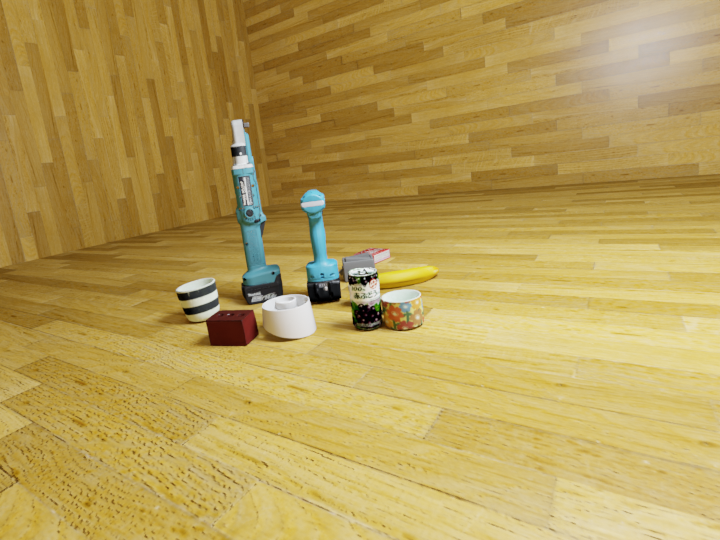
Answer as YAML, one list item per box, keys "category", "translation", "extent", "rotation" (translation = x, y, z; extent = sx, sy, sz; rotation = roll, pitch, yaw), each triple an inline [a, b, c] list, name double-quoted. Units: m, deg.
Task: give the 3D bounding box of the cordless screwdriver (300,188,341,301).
- category: "cordless screwdriver"
  translation: [-0.095, -0.062, 0.971]
  extent: [0.074, 0.245, 0.161]
  rotation: [-7, 12, -2]

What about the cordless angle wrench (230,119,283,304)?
- category: "cordless angle wrench"
  translation: [-0.258, -0.135, 0.990]
  extent: [0.096, 0.417, 0.076]
  rotation: [-9, 11, -11]
